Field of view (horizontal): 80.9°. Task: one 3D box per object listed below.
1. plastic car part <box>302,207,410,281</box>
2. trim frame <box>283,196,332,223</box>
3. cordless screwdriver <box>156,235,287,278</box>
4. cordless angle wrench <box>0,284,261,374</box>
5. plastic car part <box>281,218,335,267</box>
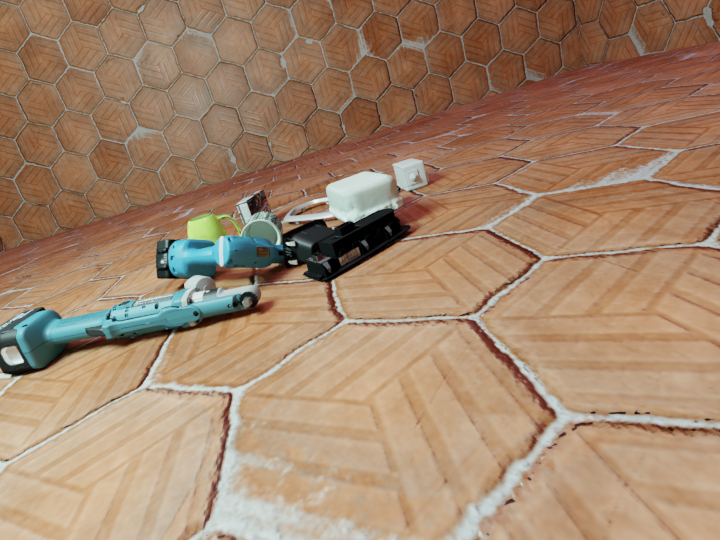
[{"bbox_3d":[-0.006,-0.052,0.694,0.198,0.066,0.069,-27,14,-30],"label":"plastic car part"},{"bbox_3d":[-0.082,-0.157,1.055,0.260,0.027,0.181,-2,27,38],"label":"trim frame"},{"bbox_3d":[-0.255,-0.025,0.780,0.260,0.075,0.151,-3,-3,37],"label":"cordless screwdriver"},{"bbox_3d":[-0.351,0.075,0.642,0.429,0.072,0.099,-11,20,10],"label":"cordless angle wrench"},{"bbox_3d":[-0.073,-0.048,0.745,0.075,0.064,0.113,21,37,38],"label":"plastic car part"}]
